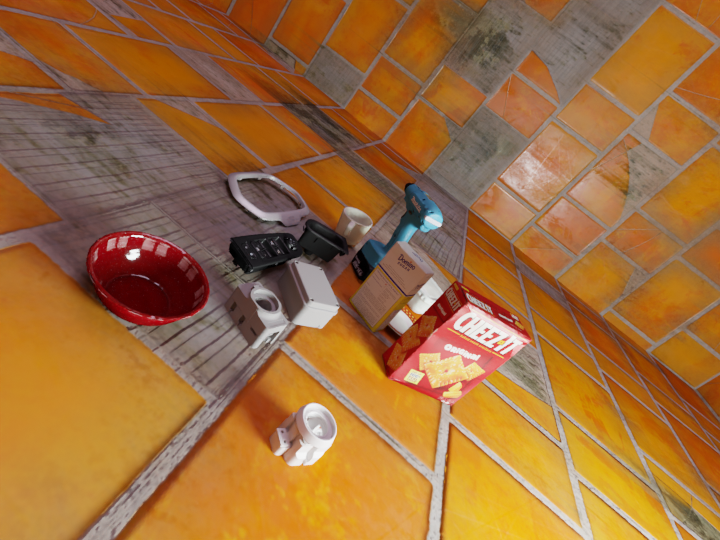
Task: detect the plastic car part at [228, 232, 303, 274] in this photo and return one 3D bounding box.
[{"bbox_3d":[-0.175,-0.029,0.792,0.068,0.067,0.197,44,25,10],"label":"plastic car part"}]

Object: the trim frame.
[{"bbox_3d":[-0.221,-0.179,1.036,0.189,0.027,0.241,44,25,13],"label":"trim frame"}]

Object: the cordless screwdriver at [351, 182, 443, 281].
[{"bbox_3d":[0.078,-0.087,1.011,0.071,0.250,0.166,24,29,-32],"label":"cordless screwdriver"}]

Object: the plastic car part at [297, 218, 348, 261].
[{"bbox_3d":[-0.093,-0.061,0.951,0.112,0.071,0.068,28,27,-22],"label":"plastic car part"}]
